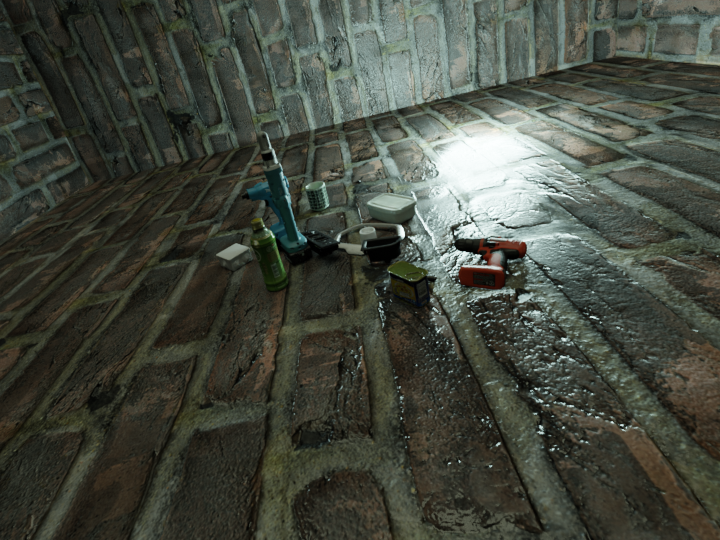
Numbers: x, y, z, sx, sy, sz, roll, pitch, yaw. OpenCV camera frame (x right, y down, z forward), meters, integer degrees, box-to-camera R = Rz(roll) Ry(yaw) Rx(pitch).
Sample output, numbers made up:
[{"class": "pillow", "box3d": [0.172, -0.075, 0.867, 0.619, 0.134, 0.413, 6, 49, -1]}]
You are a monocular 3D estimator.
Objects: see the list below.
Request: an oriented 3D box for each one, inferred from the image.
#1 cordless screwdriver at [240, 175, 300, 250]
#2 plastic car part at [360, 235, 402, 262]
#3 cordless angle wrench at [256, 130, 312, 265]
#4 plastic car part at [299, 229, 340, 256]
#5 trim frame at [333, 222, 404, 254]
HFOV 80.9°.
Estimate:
[{"class": "cordless screwdriver", "box3d": [-0.297, -0.185, 1.435, 0.157, 0.240, 0.078, -19, 28, -11]}, {"class": "plastic car part", "box3d": [0.067, -0.055, 1.224, 0.120, 0.068, 0.066, -5, 30, 17]}, {"class": "cordless angle wrench", "box3d": [-0.243, -0.218, 1.297, 0.073, 0.408, 0.103, -23, 29, -20]}, {"class": "plastic car part", "box3d": [-0.134, -0.088, 1.374, 0.065, 0.065, 0.214, -25, 31, -20]}, {"class": "trim frame", "box3d": [0.025, -0.107, 1.372, 0.261, 0.026, 0.182, 6, 36, 32]}]
